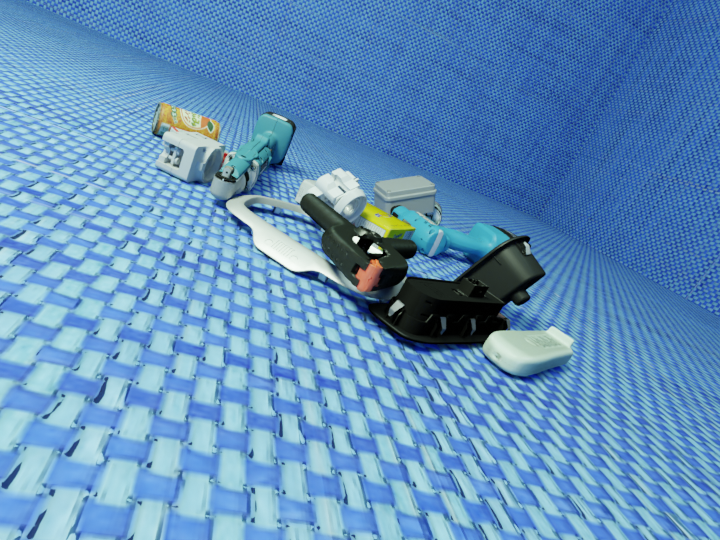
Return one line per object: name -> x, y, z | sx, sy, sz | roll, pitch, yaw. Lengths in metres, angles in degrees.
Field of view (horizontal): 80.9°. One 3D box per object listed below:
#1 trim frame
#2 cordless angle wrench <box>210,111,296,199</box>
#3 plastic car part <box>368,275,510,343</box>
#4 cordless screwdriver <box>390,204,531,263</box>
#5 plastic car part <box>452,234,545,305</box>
trim frame -> -0.050, -0.032, 0.507 | 0.258, 0.027, 0.178 | 33, 19, 19
cordless angle wrench -> -0.173, -0.187, 0.694 | 0.073, 0.097, 0.432 | 21, 23, -12
plastic car part -> 0.096, 0.040, 0.439 | 0.193, 0.067, 0.070 | 3, 36, -42
cordless screwdriver -> 0.181, -0.065, 0.800 | 0.239, 0.074, 0.167 | 10, 23, -25
plastic car part -> 0.182, 0.016, 0.544 | 0.063, 0.118, 0.074 | 5, 51, -46
